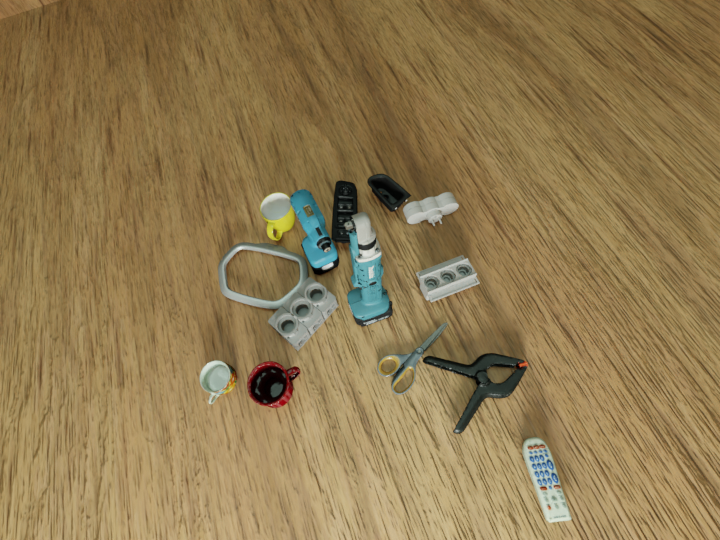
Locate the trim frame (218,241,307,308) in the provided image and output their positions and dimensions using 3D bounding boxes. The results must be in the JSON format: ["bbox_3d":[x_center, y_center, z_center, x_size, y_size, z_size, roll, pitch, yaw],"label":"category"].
[{"bbox_3d":[-0.257,0.007,1.106,0.255,0.026,0.186,11,65,14],"label":"trim frame"}]

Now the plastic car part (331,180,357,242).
[{"bbox_3d":[-0.039,-0.153,1.135,0.067,0.065,0.208,-3,62,5],"label":"plastic car part"}]

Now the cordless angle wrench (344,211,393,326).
[{"bbox_3d":[0.013,0.005,0.848,0.097,0.408,0.077,-19,64,-5],"label":"cordless angle wrench"}]

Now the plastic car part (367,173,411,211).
[{"bbox_3d":[0.072,-0.204,1.143,0.065,0.068,0.122,-37,64,-12],"label":"plastic car part"}]

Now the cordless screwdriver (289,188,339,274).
[{"bbox_3d":[-0.097,-0.064,0.997,0.074,0.240,0.166,-25,64,-8],"label":"cordless screwdriver"}]
